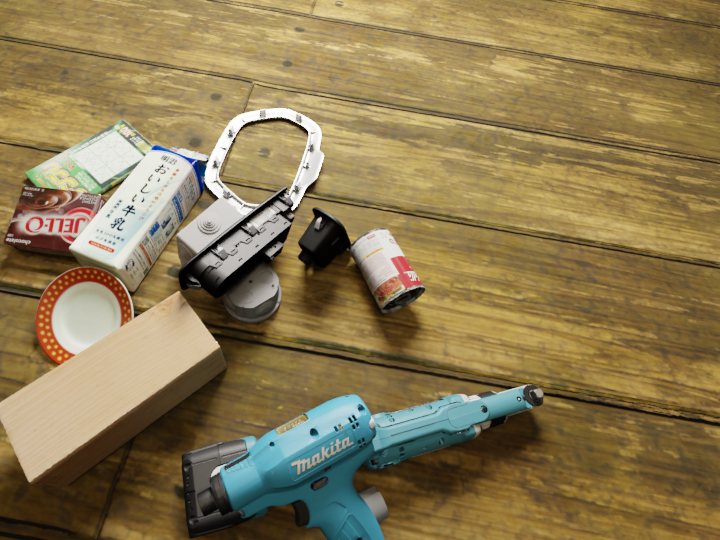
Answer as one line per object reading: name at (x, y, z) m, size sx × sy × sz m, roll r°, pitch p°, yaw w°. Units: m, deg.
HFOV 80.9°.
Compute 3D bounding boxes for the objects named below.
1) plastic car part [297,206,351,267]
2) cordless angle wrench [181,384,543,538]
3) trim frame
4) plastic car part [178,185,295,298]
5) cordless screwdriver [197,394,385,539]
plastic car part at (-0.058, -0.038, 0.593) m, size 0.068 × 0.114 × 0.071 m, roll 36°, pitch 86°, yaw 11°
cordless angle wrench at (0.024, 0.192, 0.478) m, size 0.414 × 0.096 × 0.077 m, roll -10°, pitch 63°, yaw -16°
trim frame at (-0.157, -0.193, 0.717) m, size 0.185 × 0.027 × 0.252 m, roll 13°, pitch 58°, yaw 2°
plastic car part at (-0.146, -0.029, 0.545) m, size 0.068 × 0.066 × 0.200 m, roll 43°, pitch 48°, yaw 4°
cordless screwdriver at (-0.029, 0.255, 0.373) m, size 0.156 × 0.076 × 0.248 m, roll -22°, pitch 93°, yaw -19°
